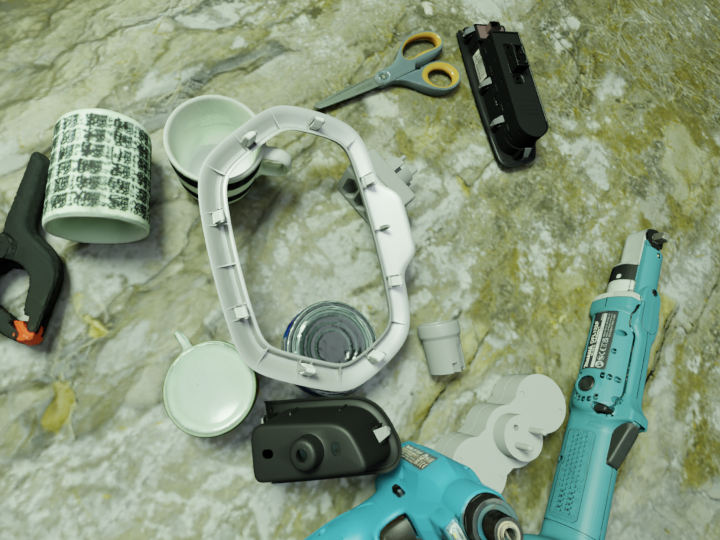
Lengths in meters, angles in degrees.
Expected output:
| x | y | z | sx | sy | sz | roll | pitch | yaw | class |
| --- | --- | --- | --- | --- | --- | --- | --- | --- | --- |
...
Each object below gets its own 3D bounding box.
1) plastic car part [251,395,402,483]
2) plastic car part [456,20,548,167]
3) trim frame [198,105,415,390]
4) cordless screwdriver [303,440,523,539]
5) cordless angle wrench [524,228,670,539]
| x | y | z | sx | sy | sz | roll | pitch | yaw | class |
| --- | --- | --- | --- | --- | --- | --- | --- | --- | --- |
| -0.036 | 0.132 | 0.320 | 0.120 | 0.068 | 0.067 | -14 | 76 | 22 | plastic car part |
| 0.180 | -0.224 | 0.514 | 0.064 | 0.068 | 0.206 | -2 | 76 | -23 | plastic car part |
| -0.035 | -0.023 | 0.358 | 0.178 | 0.028 | 0.250 | -13 | 85 | -29 | trim frame |
| -0.021 | 0.206 | 0.282 | 0.245 | 0.160 | 0.075 | -26 | 85 | -17 | cordless screwdriver |
| 0.237 | 0.124 | 0.406 | 0.073 | 0.100 | 0.423 | 36 | 64 | -13 | cordless angle wrench |
